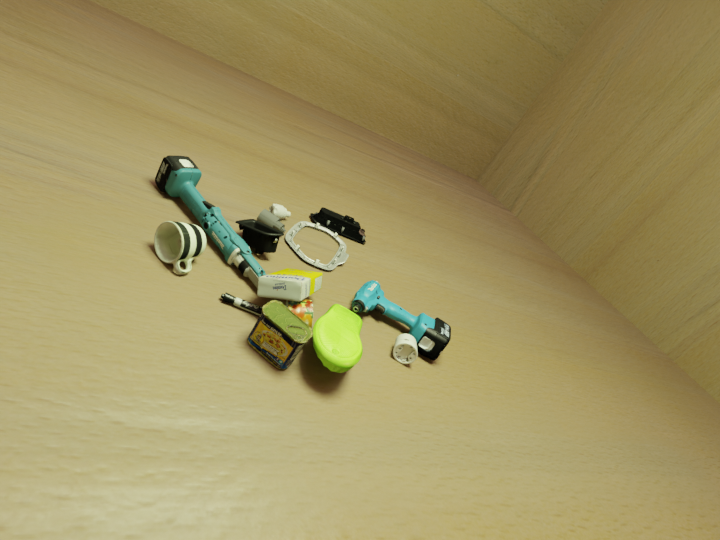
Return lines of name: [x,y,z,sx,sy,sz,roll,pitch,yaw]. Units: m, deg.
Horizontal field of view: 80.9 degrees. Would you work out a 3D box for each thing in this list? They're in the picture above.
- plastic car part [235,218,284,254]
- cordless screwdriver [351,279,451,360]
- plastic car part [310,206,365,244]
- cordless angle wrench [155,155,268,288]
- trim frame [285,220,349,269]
plastic car part: [-0.249,-0.077,1.041,0.122,0.070,0.064,26,23,27]
cordless screwdriver: [0.095,0.123,1.043,0.254,0.074,0.156,32,23,10]
plastic car part: [-0.065,-0.151,1.371,0.196,0.067,0.069,18,37,-18]
cordless angle wrench: [-0.344,-0.110,0.997,0.440,0.098,0.071,47,30,21]
trim frame: [-0.120,-0.078,1.225,0.185,0.027,0.248,32,25,-1]
